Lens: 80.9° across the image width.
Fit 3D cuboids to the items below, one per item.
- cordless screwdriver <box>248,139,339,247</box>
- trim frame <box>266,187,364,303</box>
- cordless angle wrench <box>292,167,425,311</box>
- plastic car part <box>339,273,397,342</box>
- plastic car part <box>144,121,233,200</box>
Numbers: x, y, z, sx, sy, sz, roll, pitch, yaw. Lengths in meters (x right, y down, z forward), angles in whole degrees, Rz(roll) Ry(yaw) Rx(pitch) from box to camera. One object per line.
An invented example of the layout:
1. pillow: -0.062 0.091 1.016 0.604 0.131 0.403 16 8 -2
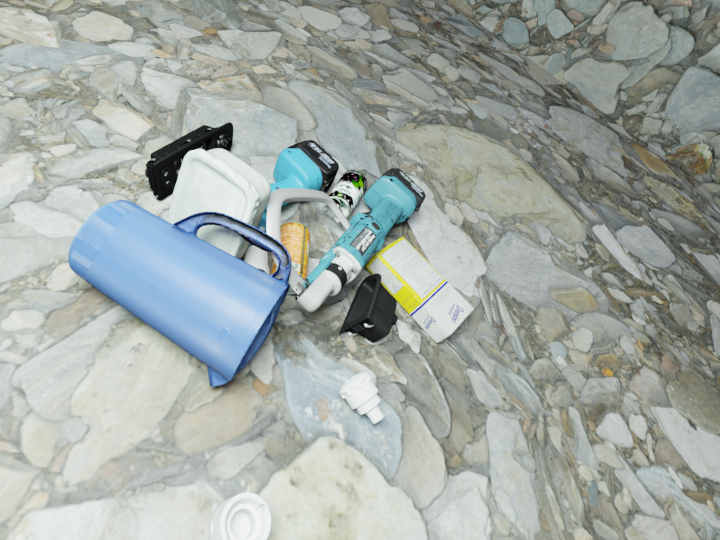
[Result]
1. cordless screwdriver: -0.161 -0.153 0.727 0.162 0.074 0.245 40 49 8
2. trim frame: -0.064 -0.042 0.650 0.240 0.028 0.186 -14 79 -63
3. cordless angle wrench: 0.007 -0.058 0.681 0.098 0.075 0.420 42 36 -4
4. plastic car part: 0.026 0.063 0.655 0.069 0.067 0.117 44 40 -13
5. plastic car part: -0.286 -0.194 0.707 0.070 0.064 0.201 18 43 20
